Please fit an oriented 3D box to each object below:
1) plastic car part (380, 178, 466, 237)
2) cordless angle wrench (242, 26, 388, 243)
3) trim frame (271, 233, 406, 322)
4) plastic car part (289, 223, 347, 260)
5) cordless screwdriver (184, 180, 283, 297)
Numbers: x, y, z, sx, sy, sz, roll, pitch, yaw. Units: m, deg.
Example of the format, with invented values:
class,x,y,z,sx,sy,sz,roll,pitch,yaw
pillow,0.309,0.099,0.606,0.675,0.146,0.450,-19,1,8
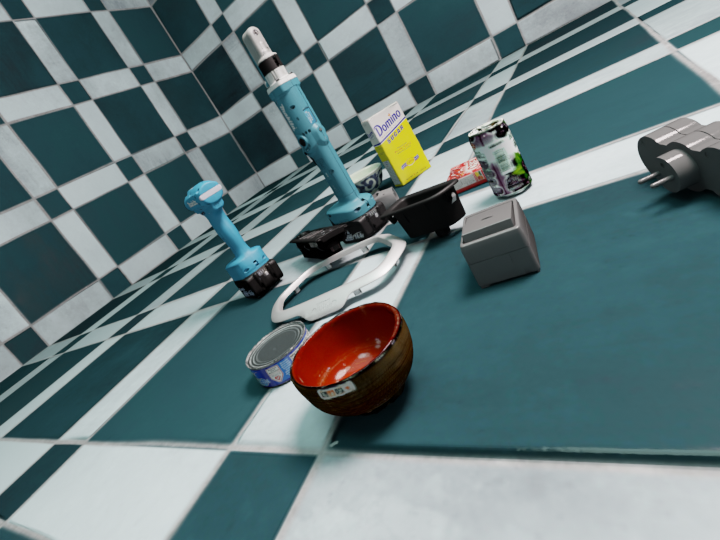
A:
class,x,y,z,sx,sy,sz,roll,pitch,yaw
plastic car part,0.100,-0.082,0.618,0.121,0.069,0.065,-10,27,48
cordless angle wrench,-0.090,-0.245,0.779,0.073,0.412,0.102,-41,18,-33
trim frame,-0.039,0.012,0.663,0.254,0.027,0.185,-23,21,22
plastic car part,-0.080,-0.052,0.820,0.065,0.065,0.211,-37,20,-18
cordless screwdriver,-0.271,-0.062,0.862,0.073,0.242,0.166,-39,18,-28
